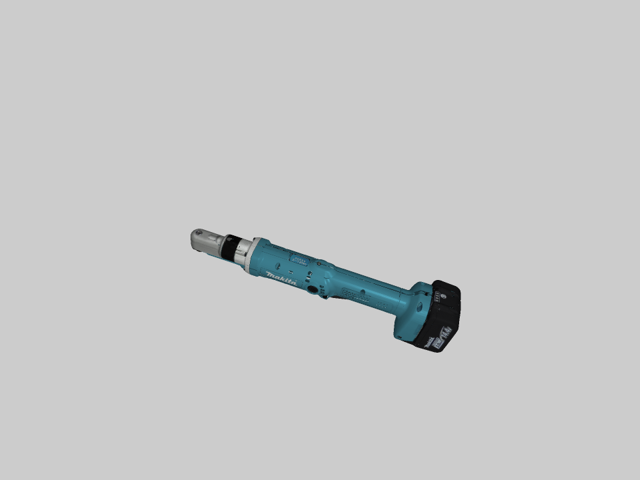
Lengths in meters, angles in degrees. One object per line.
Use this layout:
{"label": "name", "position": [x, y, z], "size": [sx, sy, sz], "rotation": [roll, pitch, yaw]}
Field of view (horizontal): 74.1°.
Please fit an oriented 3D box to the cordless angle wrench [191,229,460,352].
{"label": "cordless angle wrench", "position": [-0.003, 0.058, 0.653], "size": [0.423, 0.098, 0.074], "rotation": [18, 46, 4]}
